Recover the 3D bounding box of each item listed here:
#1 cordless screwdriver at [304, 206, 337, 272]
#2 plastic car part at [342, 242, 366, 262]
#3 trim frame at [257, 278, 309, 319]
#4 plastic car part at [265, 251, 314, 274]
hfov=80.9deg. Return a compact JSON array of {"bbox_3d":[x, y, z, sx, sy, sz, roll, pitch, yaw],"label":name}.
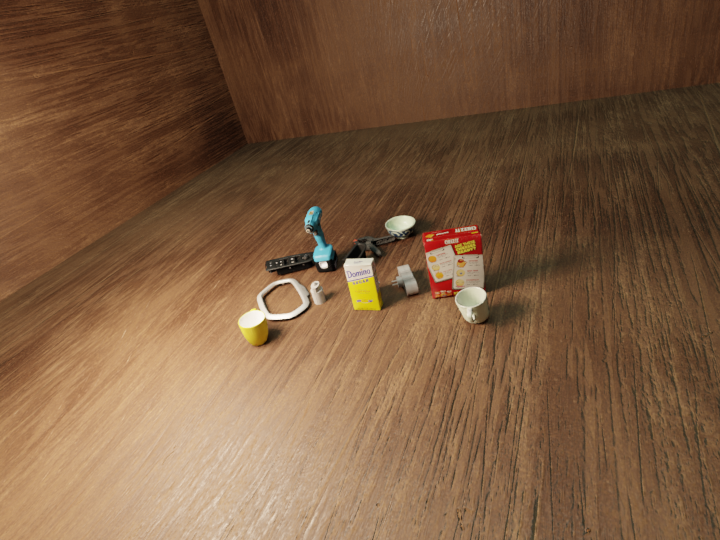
[{"bbox_3d":[-0.156,-0.102,1.591,0.076,0.239,0.162,-8,31,12],"label":"cordless screwdriver"},{"bbox_3d":[-0.008,-0.047,1.599,0.069,0.068,0.116,4,36,30],"label":"plastic car part"},{"bbox_3d":[-0.279,0.102,1.534,0.182,0.026,0.261,-25,32,-13],"label":"trim frame"},{"bbox_3d":[-0.276,-0.023,1.691,0.203,0.064,0.069,-16,30,1],"label":"plastic car part"}]
